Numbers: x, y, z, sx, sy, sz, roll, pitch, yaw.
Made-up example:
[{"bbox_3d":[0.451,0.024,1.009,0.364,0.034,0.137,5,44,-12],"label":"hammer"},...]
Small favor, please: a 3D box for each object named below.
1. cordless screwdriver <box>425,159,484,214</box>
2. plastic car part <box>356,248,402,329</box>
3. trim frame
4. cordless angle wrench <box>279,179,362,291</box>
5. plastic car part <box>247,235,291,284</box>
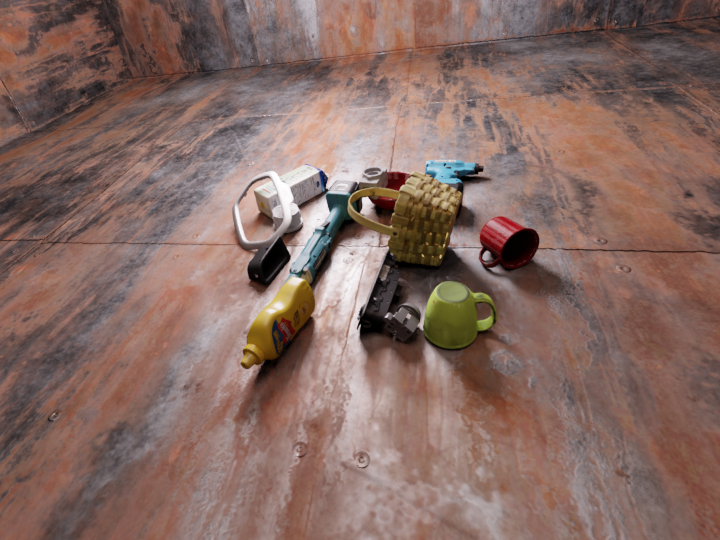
[{"bbox_3d":[0.248,-0.233,1.132,0.163,0.072,0.251,2,36,14],"label":"cordless screwdriver"},{"bbox_3d":[0.042,0.047,0.840,0.068,0.066,0.203,28,44,3],"label":"plastic car part"},{"bbox_3d":[-0.259,-0.158,1.111,0.186,0.026,0.260,-34,53,15],"label":"trim frame"},{"bbox_3d":[-0.097,-0.063,0.991,0.077,0.094,0.425,7,45,19],"label":"cordless angle wrench"},{"bbox_3d":[-0.225,-0.020,0.986,0.074,0.063,0.116,-2,39,34],"label":"plastic car part"}]
